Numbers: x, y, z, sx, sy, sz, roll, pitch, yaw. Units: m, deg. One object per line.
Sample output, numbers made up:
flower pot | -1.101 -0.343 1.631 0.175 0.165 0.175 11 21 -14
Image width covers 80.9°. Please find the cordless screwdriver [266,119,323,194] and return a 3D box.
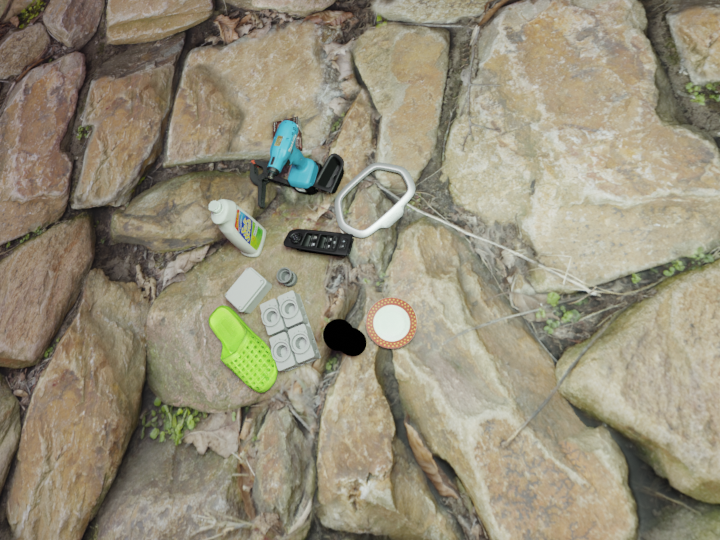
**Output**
cordless screwdriver | -0.185 -0.282 1.177 0.077 0.239 0.160 13 76 17

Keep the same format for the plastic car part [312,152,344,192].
plastic car part | -0.080 -0.273 1.235 0.069 0.068 0.117 23 80 21

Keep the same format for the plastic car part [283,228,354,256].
plastic car part | -0.115 -0.075 1.179 0.210 0.064 0.067 10 75 20

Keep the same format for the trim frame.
trim frame | 0.037 -0.201 1.196 0.248 0.026 0.192 -42 65 0
